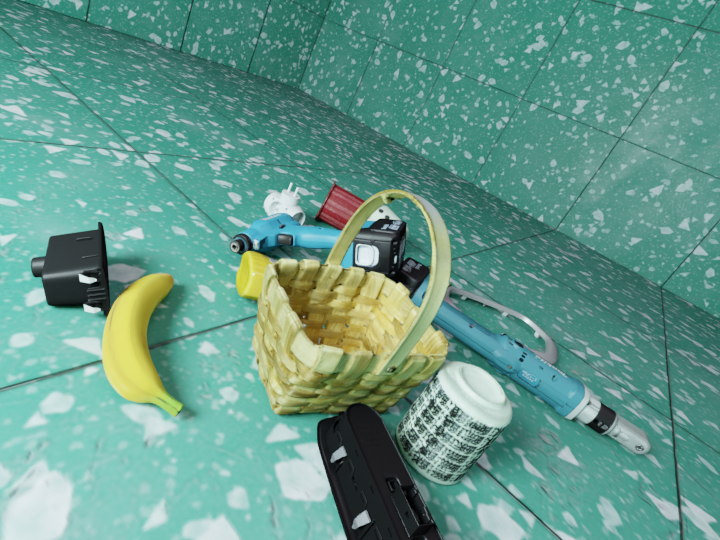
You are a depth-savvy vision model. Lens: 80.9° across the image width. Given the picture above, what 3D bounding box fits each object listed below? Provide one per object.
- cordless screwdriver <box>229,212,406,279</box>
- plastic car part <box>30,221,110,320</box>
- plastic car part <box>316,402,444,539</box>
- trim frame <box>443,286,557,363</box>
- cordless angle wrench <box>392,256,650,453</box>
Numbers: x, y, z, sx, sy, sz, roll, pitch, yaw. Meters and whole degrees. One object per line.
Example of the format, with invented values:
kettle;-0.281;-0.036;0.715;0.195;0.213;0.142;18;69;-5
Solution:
cordless screwdriver;-0.063;-0.041;0.642;0.258;0.073;0.156;9;19;21
plastic car part;-0.301;-0.003;0.441;0.068;0.065;0.123;-9;35;-31
plastic car part;0.019;0.189;0.340;0.064;0.066;0.214;4;28;-28
trim frame;0.256;0.097;0.795;0.245;0.027;0.188;19;25;-9
cordless angle wrench;0.226;0.130;0.648;0.436;0.074;0.095;34;25;16
